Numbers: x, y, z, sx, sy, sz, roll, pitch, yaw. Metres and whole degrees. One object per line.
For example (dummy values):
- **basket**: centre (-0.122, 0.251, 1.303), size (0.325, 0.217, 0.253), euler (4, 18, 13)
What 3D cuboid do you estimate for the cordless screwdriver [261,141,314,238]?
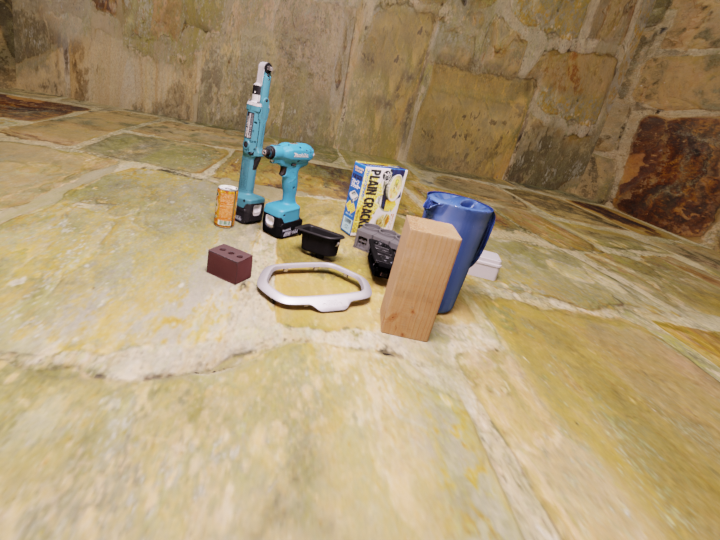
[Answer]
- **cordless screwdriver**: centre (-0.206, -0.209, 1.100), size (0.078, 0.245, 0.153), euler (27, 25, 30)

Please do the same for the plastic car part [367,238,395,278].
- **plastic car part**: centre (0.051, -0.026, 1.027), size (0.066, 0.066, 0.207), euler (10, 22, -7)

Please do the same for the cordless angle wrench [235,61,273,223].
- **cordless angle wrench**: centre (-0.289, -0.337, 1.141), size (0.103, 0.417, 0.072), euler (26, 24, 29)

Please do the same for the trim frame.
- **trim frame**: centre (-0.095, 0.028, 0.880), size (0.238, 0.027, 0.194), euler (-2, 26, -30)

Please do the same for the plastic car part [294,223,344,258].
- **plastic car part**: centre (-0.102, -0.067, 1.044), size (0.122, 0.070, 0.064), euler (23, 24, 25)
